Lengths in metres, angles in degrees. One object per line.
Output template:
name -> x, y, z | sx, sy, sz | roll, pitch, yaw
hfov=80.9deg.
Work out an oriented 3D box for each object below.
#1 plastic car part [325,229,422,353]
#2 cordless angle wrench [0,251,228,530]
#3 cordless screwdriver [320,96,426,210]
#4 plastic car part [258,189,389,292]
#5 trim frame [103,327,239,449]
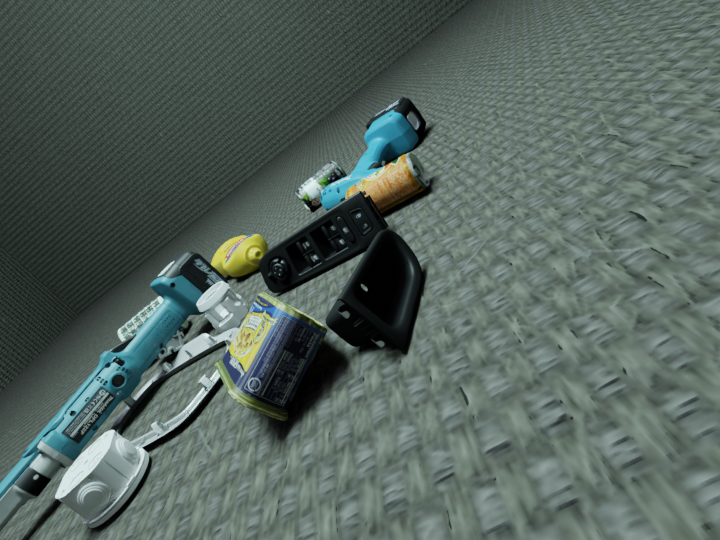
plastic car part -> 0.008, 0.023, 0.380 | 0.072, 0.065, 0.117 | -42, 13, 37
cordless angle wrench -> -0.350, 0.153, 0.600 | 0.077, 0.094, 0.423 | -17, 36, 48
cordless screwdriver -> 0.042, -0.202, 0.720 | 0.165, 0.071, 0.249 | -13, 38, 48
plastic car part -> -0.056, -0.037, 0.576 | 0.207, 0.065, 0.067 | -29, 13, 24
trim frame -> -0.255, 0.158, 0.564 | 0.252, 0.027, 0.187 | -32, 23, 22
